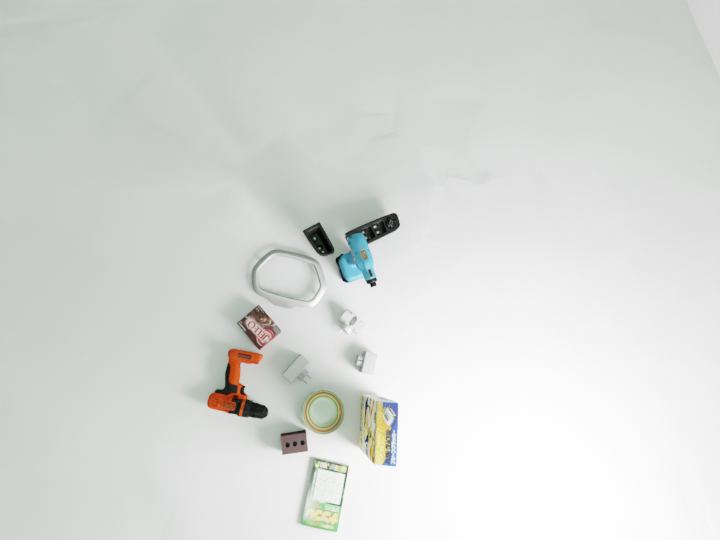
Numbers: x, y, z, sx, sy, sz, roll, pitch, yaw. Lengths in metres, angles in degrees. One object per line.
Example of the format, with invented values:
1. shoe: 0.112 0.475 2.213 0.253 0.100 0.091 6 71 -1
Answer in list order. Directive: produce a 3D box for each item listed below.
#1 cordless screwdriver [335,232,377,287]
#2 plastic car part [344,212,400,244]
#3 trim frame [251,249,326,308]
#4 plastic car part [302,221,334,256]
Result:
1. cordless screwdriver: -0.008 -0.008 1.297 0.073 0.248 0.162 -18 81 -13
2. plastic car part: 0.042 -0.129 1.428 0.200 0.067 0.067 -26 82 -12
3. trim frame: -0.234 0.029 1.380 0.248 0.027 0.186 13 74 -2
4. plastic car part: -0.137 -0.089 1.399 0.065 0.070 0.118 -29 81 -14
